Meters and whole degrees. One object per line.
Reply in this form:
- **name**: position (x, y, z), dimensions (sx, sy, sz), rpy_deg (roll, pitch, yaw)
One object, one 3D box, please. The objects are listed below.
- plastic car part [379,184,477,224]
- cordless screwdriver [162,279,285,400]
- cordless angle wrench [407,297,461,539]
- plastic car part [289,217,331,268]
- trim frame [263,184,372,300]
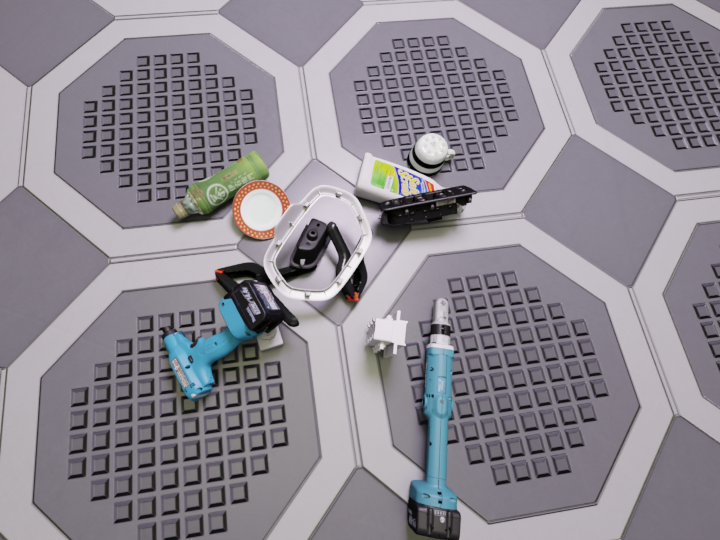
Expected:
- **plastic car part**: position (0.138, -0.138, 0.906), dimensions (0.202, 0.065, 0.069), rpy_deg (-7, 31, -3)
- **cordless screwdriver**: position (-0.273, 0.110, 0.804), dimensions (0.250, 0.071, 0.165), rpy_deg (-43, 68, 12)
- **cordless angle wrench**: position (0.147, 0.258, 0.811), dimensions (0.074, 0.096, 0.430), rpy_deg (7, 69, -1)
- **plastic car part**: position (-0.103, -0.064, 0.894), dimensions (0.066, 0.070, 0.117), rpy_deg (22, 51, 2)
- **trim frame**: position (-0.083, -0.054, 0.845), dimensions (0.181, 0.028, 0.248), rpy_deg (37, 81, -8)
